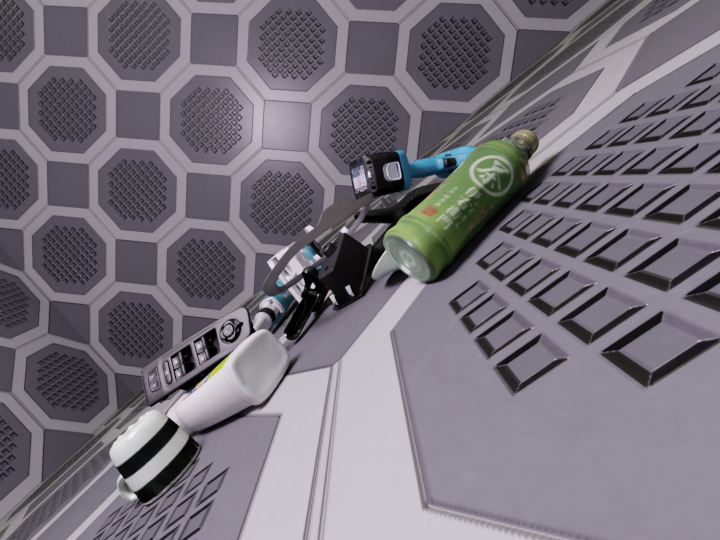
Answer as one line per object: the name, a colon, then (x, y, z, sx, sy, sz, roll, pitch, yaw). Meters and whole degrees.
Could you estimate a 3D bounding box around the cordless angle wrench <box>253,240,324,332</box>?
cordless angle wrench: (-0.176, 0.042, 1.030, 0.075, 0.096, 0.424, -34, 14, 24)

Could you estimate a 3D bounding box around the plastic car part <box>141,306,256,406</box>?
plastic car part: (-0.237, 0.134, 0.647, 0.204, 0.070, 0.063, -36, -40, 10)

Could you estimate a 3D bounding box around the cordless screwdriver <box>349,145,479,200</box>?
cordless screwdriver: (0.115, -0.188, 0.769, 0.242, 0.074, 0.165, -15, 9, -23)

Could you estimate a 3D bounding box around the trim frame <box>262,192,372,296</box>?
trim frame: (-0.065, -0.043, 0.668, 0.243, 0.028, 0.184, -38, -10, -39)

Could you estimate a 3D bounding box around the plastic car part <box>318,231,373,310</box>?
plastic car part: (-0.029, -0.010, 0.646, 0.067, 0.068, 0.118, -33, 31, 39)
